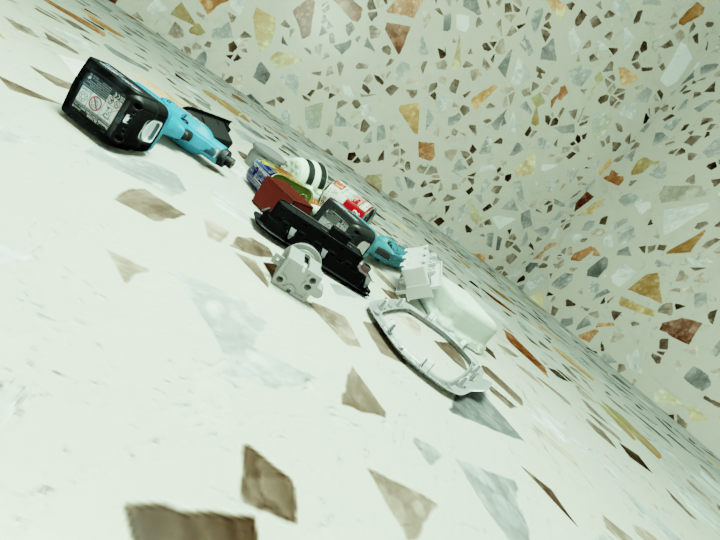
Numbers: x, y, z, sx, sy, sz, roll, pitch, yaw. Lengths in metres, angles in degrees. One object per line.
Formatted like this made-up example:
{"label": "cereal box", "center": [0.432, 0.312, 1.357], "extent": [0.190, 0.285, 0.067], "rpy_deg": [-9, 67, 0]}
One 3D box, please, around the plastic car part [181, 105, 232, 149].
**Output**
{"label": "plastic car part", "center": [-0.281, -0.246, 0.774], "extent": [0.073, 0.067, 0.112], "rpy_deg": [55, 22, 13]}

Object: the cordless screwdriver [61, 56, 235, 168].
{"label": "cordless screwdriver", "center": [-0.276, -0.202, 0.599], "extent": [0.159, 0.074, 0.249], "rpy_deg": [36, 10, -4]}

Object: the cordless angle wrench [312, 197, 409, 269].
{"label": "cordless angle wrench", "center": [0.046, -0.042, 0.851], "extent": [0.103, 0.074, 0.402], "rpy_deg": [43, 13, 28]}

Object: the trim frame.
{"label": "trim frame", "center": [0.102, 0.100, 0.599], "extent": [0.192, 0.027, 0.237], "rpy_deg": [43, 14, 23]}

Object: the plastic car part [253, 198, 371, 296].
{"label": "plastic car part", "center": [-0.059, -0.039, 0.608], "extent": [0.197, 0.067, 0.068], "rpy_deg": [29, 23, -16]}
